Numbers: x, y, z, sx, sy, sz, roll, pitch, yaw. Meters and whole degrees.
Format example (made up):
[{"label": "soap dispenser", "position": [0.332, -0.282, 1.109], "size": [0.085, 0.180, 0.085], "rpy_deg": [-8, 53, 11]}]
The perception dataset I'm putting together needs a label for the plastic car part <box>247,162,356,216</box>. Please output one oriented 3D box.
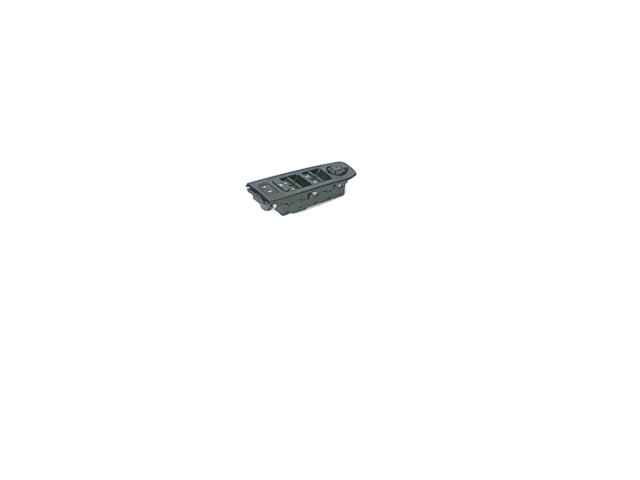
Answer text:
[{"label": "plastic car part", "position": [-0.021, -0.084, 0.720], "size": [0.202, 0.067, 0.066], "rpy_deg": [-25, 41, -33]}]
